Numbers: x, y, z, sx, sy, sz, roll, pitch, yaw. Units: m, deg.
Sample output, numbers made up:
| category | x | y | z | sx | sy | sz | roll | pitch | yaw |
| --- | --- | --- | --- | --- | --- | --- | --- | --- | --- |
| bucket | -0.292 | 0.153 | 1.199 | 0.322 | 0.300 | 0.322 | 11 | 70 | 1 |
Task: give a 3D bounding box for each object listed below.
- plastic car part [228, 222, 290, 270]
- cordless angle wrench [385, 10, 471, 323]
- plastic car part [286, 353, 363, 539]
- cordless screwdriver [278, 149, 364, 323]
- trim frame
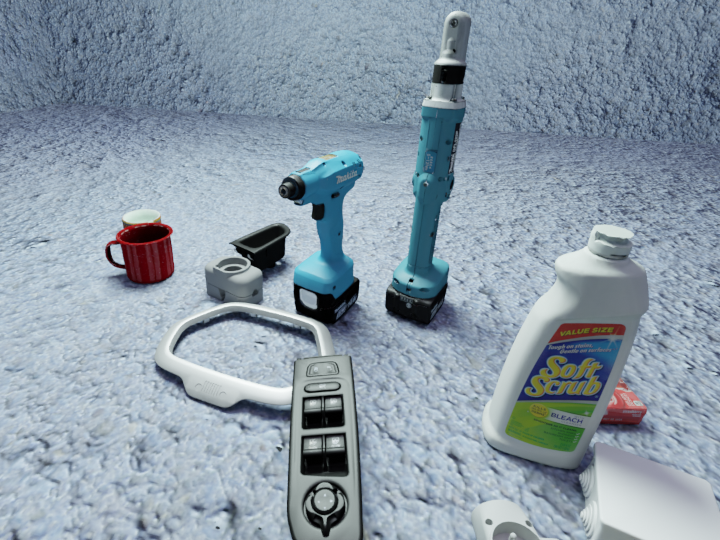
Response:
| category | x | y | z | sx | sy | sz | roll | pitch | yaw |
| --- | --- | --- | --- | --- | --- | --- | --- | --- | --- |
| plastic car part | -0.174 | -0.036 | 0.777 | 0.069 | 0.069 | 0.113 | 21 | 33 | 30 |
| cordless angle wrench | 0.103 | -0.124 | 0.595 | 0.078 | 0.413 | 0.096 | 18 | 29 | 25 |
| plastic car part | -0.036 | 0.171 | 0.406 | 0.066 | 0.065 | 0.209 | 0 | 28 | -6 |
| cordless screwdriver | -0.059 | -0.039 | 0.607 | 0.078 | 0.243 | 0.155 | 18 | 30 | 26 |
| trim frame | -0.152 | 0.104 | 0.565 | 0.257 | 0.027 | 0.183 | 11 | 30 | 17 |
